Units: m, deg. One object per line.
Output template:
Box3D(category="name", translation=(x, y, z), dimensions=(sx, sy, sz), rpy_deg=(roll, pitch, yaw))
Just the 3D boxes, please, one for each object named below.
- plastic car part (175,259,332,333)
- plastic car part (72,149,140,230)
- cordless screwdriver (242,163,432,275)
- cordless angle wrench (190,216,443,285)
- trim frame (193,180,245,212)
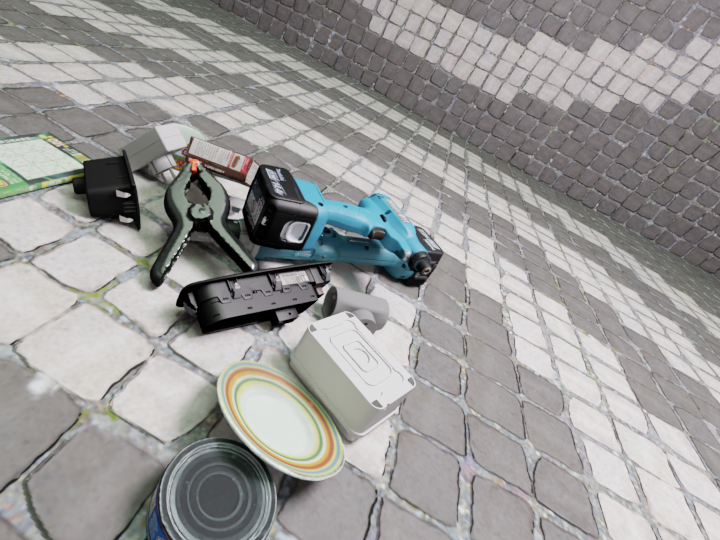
Box3D(category="plastic car part", translation=(-0.113, 0.033, 0.488), dimensions=(0.193, 0.068, 0.069), rpy_deg=(-3, 68, -45))
Box3D(category="plastic car part", translation=(-0.323, -0.106, 0.536), dimensions=(0.068, 0.065, 0.123), rpy_deg=(-12, 44, -31))
Box3D(category="cordless screwdriver", translation=(-0.023, -0.058, 0.565), dimensions=(0.237, 0.074, 0.168), rpy_deg=(4, 38, -35))
Box3D(category="cordless angle wrench", translation=(-0.062, -0.041, 0.635), dimensions=(0.404, 0.074, 0.103), rpy_deg=(5, 36, -31))
Box3D(category="trim frame", translation=(-0.173, -0.135, 0.702), dimensions=(0.188, 0.027, 0.246), rpy_deg=(23, 21, 8))
